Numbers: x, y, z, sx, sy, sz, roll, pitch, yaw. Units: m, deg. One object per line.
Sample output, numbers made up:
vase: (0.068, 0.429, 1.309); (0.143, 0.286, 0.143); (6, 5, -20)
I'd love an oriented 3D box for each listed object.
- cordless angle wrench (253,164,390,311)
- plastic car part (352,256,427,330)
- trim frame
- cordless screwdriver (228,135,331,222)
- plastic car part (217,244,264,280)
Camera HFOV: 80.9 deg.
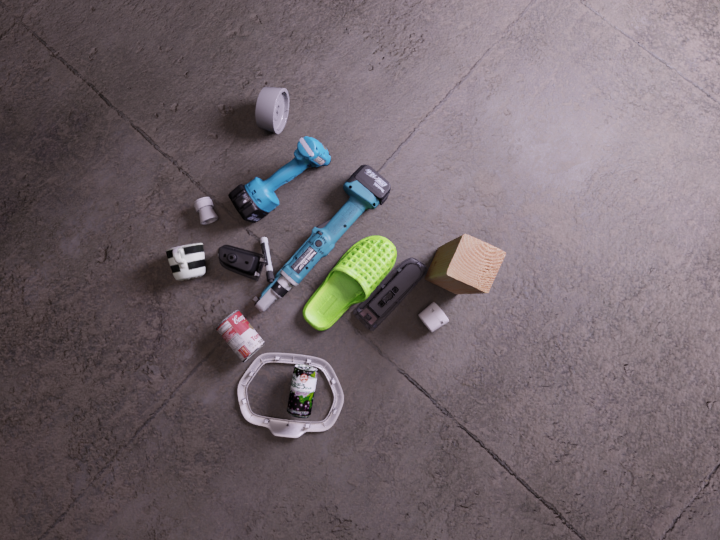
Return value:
cordless angle wrench: (-0.098, -0.064, 1.000); (0.099, 0.073, 0.423); (42, 89, 4)
plastic car part: (0.073, 0.047, 0.983); (0.068, 0.066, 0.202); (44, 84, 11)
trim frame: (-0.163, 0.288, 0.979); (0.249, 0.027, 0.185); (6, 84, 2)
cordless screwdriver: (-0.180, -0.213, 1.001); (0.251, 0.155, 0.075); (-35, 85, 13)
plastic car part: (-0.291, -0.025, 1.002); (0.117, 0.070, 0.066); (18, 84, 0)
